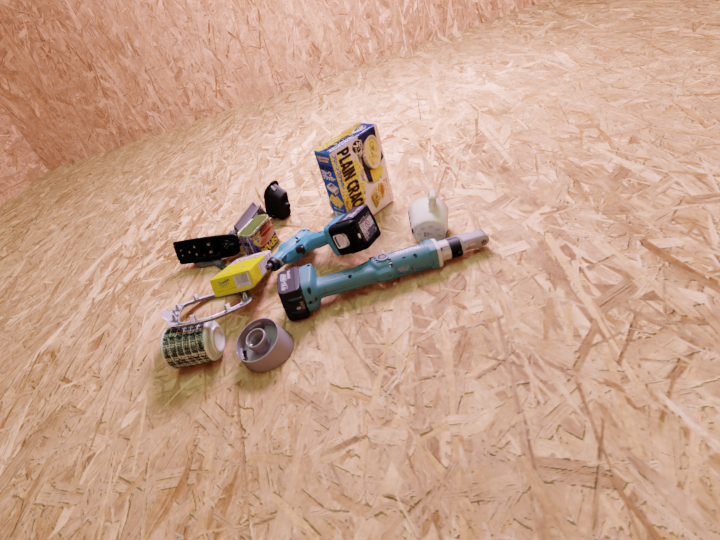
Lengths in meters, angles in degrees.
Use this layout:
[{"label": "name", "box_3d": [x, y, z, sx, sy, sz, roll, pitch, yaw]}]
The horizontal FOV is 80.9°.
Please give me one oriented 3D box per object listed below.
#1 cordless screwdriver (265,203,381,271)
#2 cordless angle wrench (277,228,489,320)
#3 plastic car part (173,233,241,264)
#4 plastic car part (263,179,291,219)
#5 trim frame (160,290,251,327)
[{"label": "cordless screwdriver", "box_3d": [-0.090, -0.059, 0.922, 0.259, 0.072, 0.157, -12, 23, 41]}, {"label": "cordless angle wrench", "box_3d": [0.046, -0.006, 0.840, 0.425, 0.071, 0.101, -16, 33, 3]}, {"label": "plastic car part", "box_3d": [-0.397, -0.062, 1.127, 0.210, 0.065, 0.066, -6, 12, 24]}, {"label": "plastic car part", "box_3d": [-0.229, -0.190, 1.202, 0.074, 0.113, 0.065, 34, 57, 22]}, {"label": "trim frame", "box_3d": [-0.323, 0.072, 0.891, 0.181, 0.027, 0.257, -17, 14, -15]}]
